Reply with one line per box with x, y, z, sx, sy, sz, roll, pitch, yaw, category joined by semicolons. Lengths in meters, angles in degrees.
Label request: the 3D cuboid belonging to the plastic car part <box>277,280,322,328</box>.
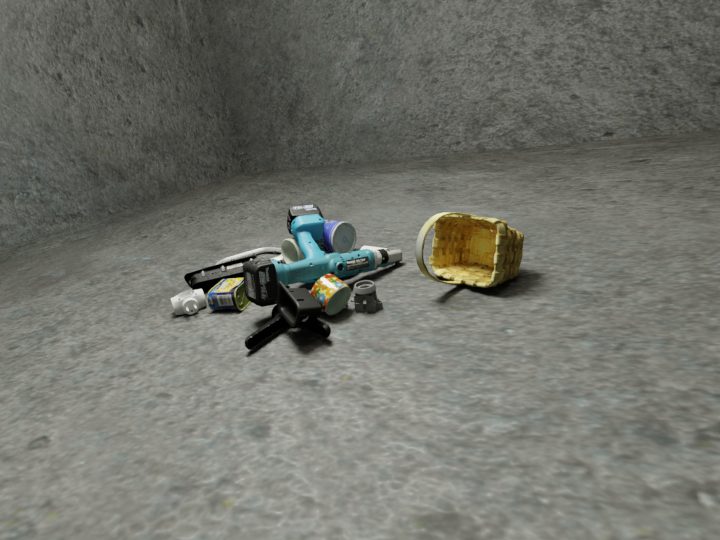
-0.113;0.068;0.820;0.068;0.065;0.123;-6;21;-29;plastic car part

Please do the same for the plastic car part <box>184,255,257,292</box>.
-0.376;0.021;1.158;0.201;0.064;0.070;-11;45;-7;plastic car part

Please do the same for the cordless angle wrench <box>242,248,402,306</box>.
-0.063;-0.008;0.989;0.407;0.097;0.078;-12;12;-33;cordless angle wrench

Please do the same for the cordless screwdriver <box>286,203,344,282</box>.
-0.111;-0.072;1.132;0.156;0.073;0.260;-5;48;-15;cordless screwdriver

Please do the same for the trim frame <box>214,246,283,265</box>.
-0.341;-0.027;1.299;0.242;0.027;0.193;-18;21;-24;trim frame
